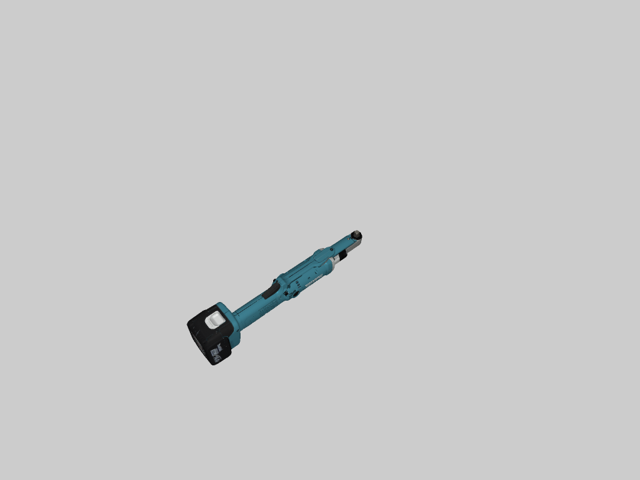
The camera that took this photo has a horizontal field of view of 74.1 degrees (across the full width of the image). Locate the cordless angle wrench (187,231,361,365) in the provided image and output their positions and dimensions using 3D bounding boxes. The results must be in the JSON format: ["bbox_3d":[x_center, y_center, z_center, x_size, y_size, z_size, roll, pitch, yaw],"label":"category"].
[{"bbox_3d":[-0.069,0.095,0.888,0.422,0.098,0.074,-33,60,-26],"label":"cordless angle wrench"}]
